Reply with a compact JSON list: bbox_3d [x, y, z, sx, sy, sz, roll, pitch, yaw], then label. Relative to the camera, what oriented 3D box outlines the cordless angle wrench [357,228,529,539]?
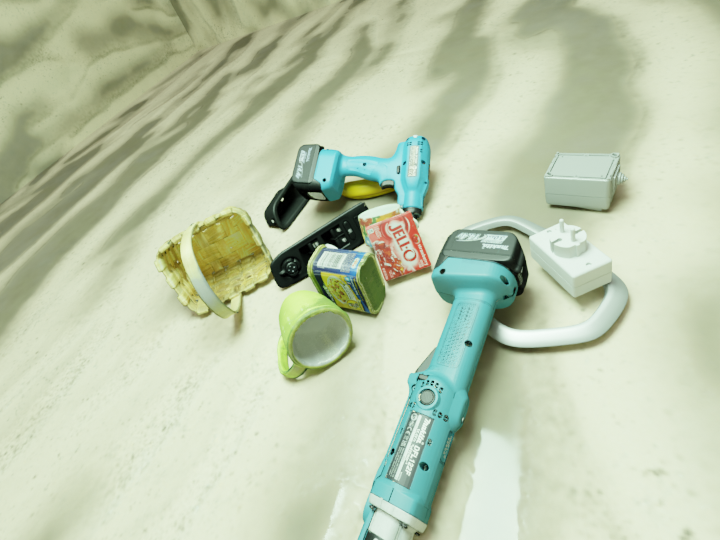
[{"bbox_3d":[0.077,0.141,0.444,0.103,0.070,0.424,6,57,37],"label":"cordless angle wrench"}]

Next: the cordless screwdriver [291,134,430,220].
[{"bbox_3d":[-0.001,-0.162,0.779,0.257,0.071,0.161,2,73,19],"label":"cordless screwdriver"}]

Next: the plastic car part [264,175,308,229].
[{"bbox_3d":[-0.168,-0.138,0.901,0.074,0.063,0.117,-5,46,46],"label":"plastic car part"}]

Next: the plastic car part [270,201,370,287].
[{"bbox_3d":[-0.073,-0.048,0.744,0.202,0.063,0.070,-34,30,-8],"label":"plastic car part"}]

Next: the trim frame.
[{"bbox_3d":[0.210,0.005,0.558,0.183,0.026,0.262,-32,39,-4],"label":"trim frame"}]
